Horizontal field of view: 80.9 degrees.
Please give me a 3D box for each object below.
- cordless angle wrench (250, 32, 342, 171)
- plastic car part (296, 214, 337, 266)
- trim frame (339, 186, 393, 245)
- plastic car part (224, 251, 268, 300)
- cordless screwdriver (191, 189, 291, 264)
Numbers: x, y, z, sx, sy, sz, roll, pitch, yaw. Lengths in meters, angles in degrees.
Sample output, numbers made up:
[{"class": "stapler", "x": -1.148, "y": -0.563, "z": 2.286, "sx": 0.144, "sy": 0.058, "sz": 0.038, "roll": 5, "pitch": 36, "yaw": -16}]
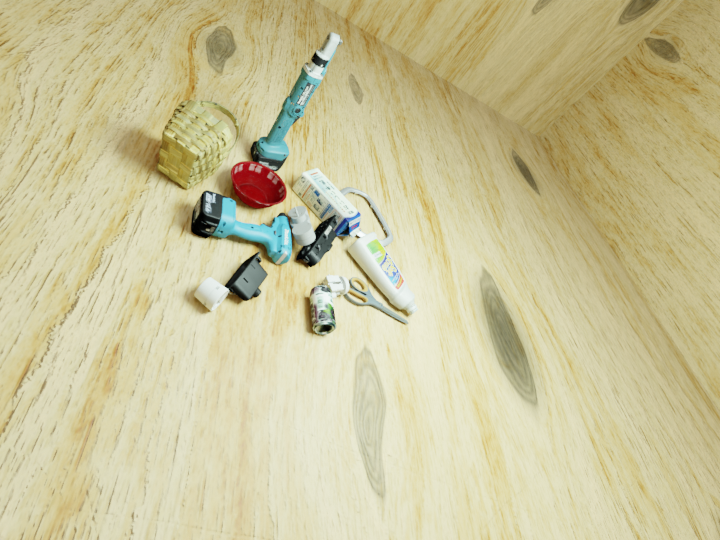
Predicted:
[{"class": "cordless angle wrench", "x": -0.177, "y": -0.448, "z": 1.147, "sx": 0.093, "sy": 0.426, "sz": 0.077, "roll": 4, "pitch": 53, "yaw": -38}, {"class": "plastic car part", "x": -0.111, "y": -0.073, "z": 1.135, "sx": 0.065, "sy": 0.068, "sz": 0.202, "roll": 60, "pitch": 33, "yaw": -19}, {"class": "trim frame", "x": 0.014, "y": -0.175, "z": 1.354, "sx": 0.176, "sy": 0.027, "sz": 0.259, "roll": -4, "pitch": 54, "yaw": -39}, {"class": "plastic car part", "x": -0.247, "y": 0.025, "z": 0.934, "sx": 0.069, "sy": 0.067, "sz": 0.117, "roll": 44, "pitch": 40, "yaw": -20}, {"class": "cordless screwdriver", "x": -0.279, "y": -0.120, "z": 1.035, "sx": 0.238, "sy": 0.075, "sz": 0.165, "roll": 21, "pitch": 42, "yaw": -27}]
